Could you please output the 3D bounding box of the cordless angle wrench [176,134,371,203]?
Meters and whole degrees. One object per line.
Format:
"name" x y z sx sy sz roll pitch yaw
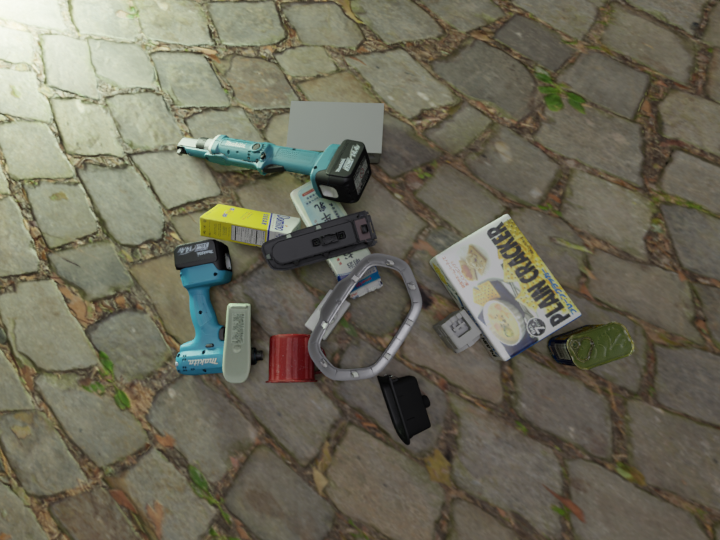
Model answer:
"cordless angle wrench" -0.190 -0.218 0.815 0.441 0.071 0.098 15 65 24

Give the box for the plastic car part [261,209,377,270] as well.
"plastic car part" -0.072 -0.047 0.734 0.203 0.068 0.066 -16 97 0

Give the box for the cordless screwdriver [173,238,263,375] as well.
"cordless screwdriver" -0.271 0.067 0.804 0.160 0.073 0.251 -6 82 2

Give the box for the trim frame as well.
"trim frame" 0.012 0.088 0.754 0.177 0.028 0.248 35 88 -20

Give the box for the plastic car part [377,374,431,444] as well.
"plastic car part" 0.085 0.234 0.747 0.070 0.066 0.118 -19 81 -16
